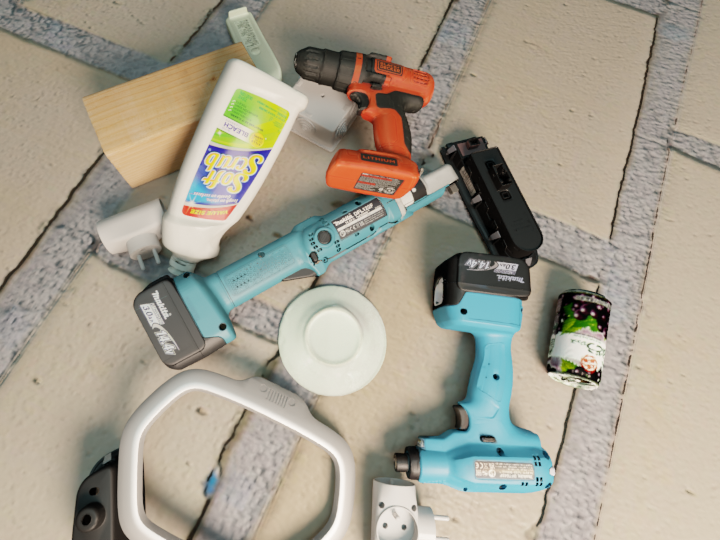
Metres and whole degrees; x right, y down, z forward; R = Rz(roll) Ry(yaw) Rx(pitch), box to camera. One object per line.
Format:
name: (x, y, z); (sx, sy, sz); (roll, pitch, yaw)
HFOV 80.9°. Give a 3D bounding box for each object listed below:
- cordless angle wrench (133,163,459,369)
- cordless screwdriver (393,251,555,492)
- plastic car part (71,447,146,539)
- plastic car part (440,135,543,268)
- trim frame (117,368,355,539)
cordless angle wrench: (-0.050, -0.033, 0.510); (0.417, 0.075, 0.098); (-30, 90, -16)
cordless screwdriver: (0.115, 0.107, 0.470); (0.158, 0.073, 0.252); (2, 75, -3)
plastic car part: (-0.248, 0.238, 0.406); (0.065, 0.070, 0.119); (-6, 75, -9)
plastic car part: (0.180, -0.095, 0.551); (0.065, 0.067, 0.207); (-14, 75, -17)
trim frame: (-0.121, 0.206, 0.426); (0.247, 0.027, 0.185); (26, 72, -4)
